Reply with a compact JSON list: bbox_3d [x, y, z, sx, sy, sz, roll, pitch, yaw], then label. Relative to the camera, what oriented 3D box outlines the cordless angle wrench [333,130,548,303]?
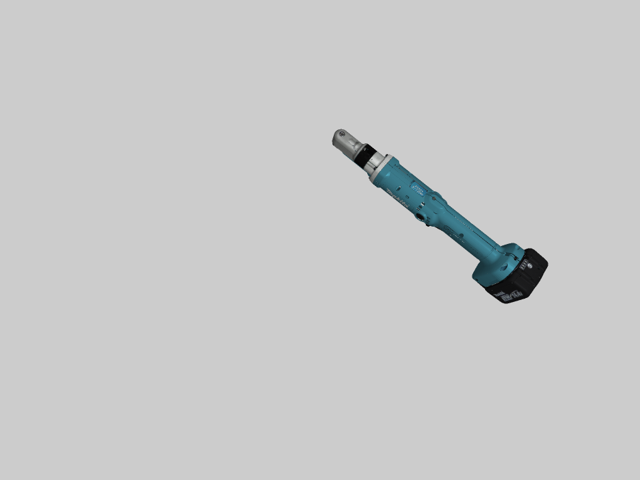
[{"bbox_3d":[0.188,-0.056,0.738,0.423,0.074,0.098,40,-19,5],"label":"cordless angle wrench"}]
